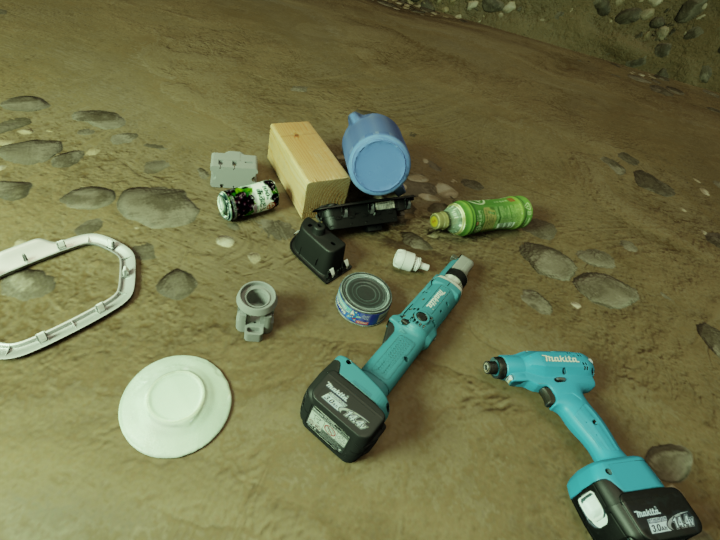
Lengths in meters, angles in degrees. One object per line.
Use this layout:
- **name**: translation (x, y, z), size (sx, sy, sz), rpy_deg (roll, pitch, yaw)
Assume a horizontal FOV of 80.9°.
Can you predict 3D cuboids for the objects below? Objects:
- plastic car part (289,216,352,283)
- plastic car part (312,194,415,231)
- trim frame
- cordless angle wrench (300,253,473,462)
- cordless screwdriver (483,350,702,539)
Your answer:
- **plastic car part**: translation (-0.070, -0.046, 0.716), size (0.121, 0.070, 0.064), rpy_deg (42, 48, 21)
- **plastic car part**: translation (0.004, -0.106, 0.801), size (0.196, 0.066, 0.069), rpy_deg (-6, 8, -23)
- **trim frame**: translation (-0.440, 0.022, 0.591), size (0.192, 0.027, 0.243), rpy_deg (37, 51, 24)
- **cordless angle wrench**: translation (0.079, 0.084, 0.625), size (0.101, 0.073, 0.415), rpy_deg (33, 45, 17)
- **cordless screwdriver**: translation (0.271, 0.211, 0.540), size (0.156, 0.073, 0.259), rpy_deg (2, 42, -12)
